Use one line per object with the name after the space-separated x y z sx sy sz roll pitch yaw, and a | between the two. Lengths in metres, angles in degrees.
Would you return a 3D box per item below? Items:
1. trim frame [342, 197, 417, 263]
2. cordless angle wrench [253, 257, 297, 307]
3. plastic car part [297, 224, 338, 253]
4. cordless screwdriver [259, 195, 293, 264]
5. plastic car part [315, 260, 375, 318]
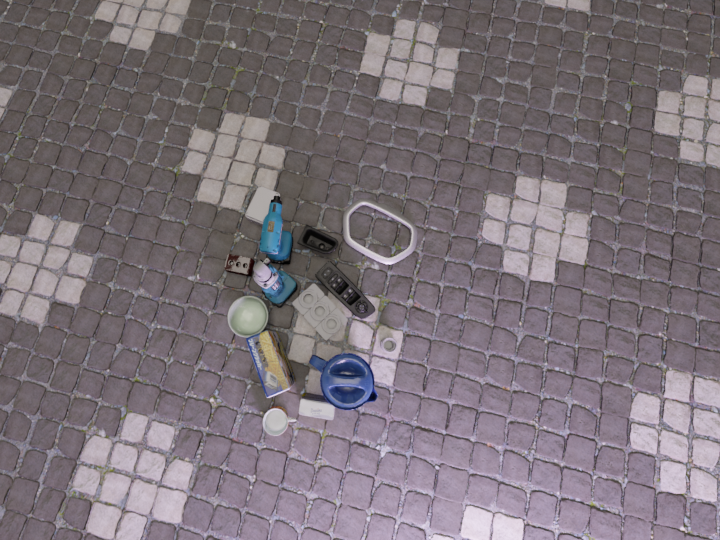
0.059 -0.127 1.333 0.252 0.027 0.184 27 79 7 | trim frame
-0.231 0.029 1.106 0.075 0.418 0.098 41 80 3 | cordless angle wrench
-0.128 -0.084 1.306 0.118 0.070 0.066 25 79 5 | plastic car part
-0.241 -0.107 1.225 0.074 0.246 0.161 7 79 -2 | cordless screwdriver
-0.045 0.066 1.272 0.207 0.066 0.066 44 81 9 | plastic car part
